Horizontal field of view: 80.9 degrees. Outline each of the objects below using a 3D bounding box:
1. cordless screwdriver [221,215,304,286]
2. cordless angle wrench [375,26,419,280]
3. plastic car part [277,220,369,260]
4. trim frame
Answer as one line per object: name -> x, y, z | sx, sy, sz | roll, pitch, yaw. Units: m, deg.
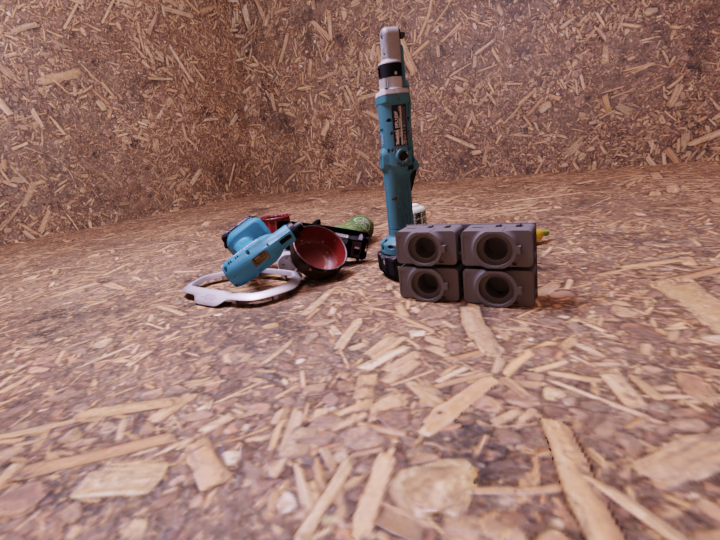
cordless screwdriver -> -0.199, -0.060, 0.838 | 0.158, 0.072, 0.258 | -37, 22, -6
cordless angle wrench -> 0.066, -0.197, 0.736 | 0.096, 0.417, 0.077 | -9, 12, -15
plastic car part -> -0.088, -0.058, 0.904 | 0.207, 0.064, 0.067 | 13, 36, 11
trim frame -> -0.224, 0.027, 0.802 | 0.260, 0.027, 0.178 | 5, 18, 33
